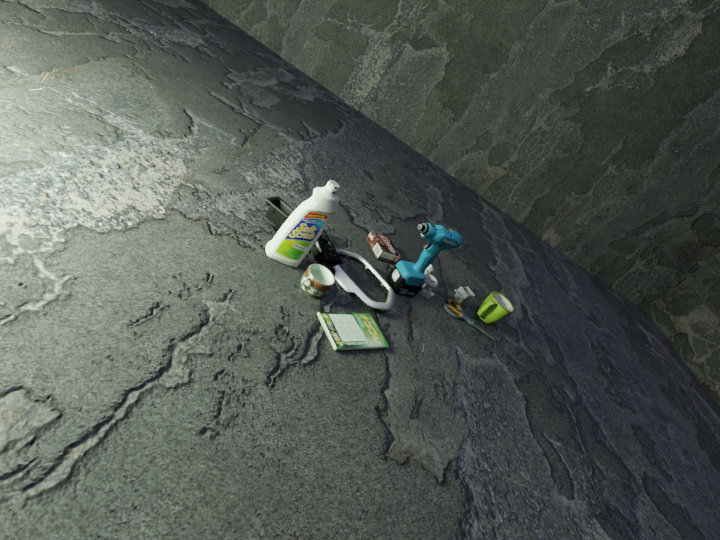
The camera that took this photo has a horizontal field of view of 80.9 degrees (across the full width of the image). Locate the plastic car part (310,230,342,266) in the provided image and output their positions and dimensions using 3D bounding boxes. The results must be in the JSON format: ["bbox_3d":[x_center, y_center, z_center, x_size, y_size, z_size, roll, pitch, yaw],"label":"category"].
[{"bbox_3d":[-0.118,-0.077,1.205,0.063,0.067,0.213,15,35,-36],"label":"plastic car part"}]

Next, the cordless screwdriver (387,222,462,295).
[{"bbox_3d":[0.171,-0.037,1.261,0.151,0.249,0.078,17,35,-34],"label":"cordless screwdriver"}]

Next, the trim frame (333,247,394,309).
[{"bbox_3d":[0.001,0.022,1.225,0.259,0.027,0.176,48,31,23],"label":"trim frame"}]

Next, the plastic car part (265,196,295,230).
[{"bbox_3d":[-0.223,-0.148,1.197,0.120,0.071,0.064,44,29,14],"label":"plastic car part"}]
